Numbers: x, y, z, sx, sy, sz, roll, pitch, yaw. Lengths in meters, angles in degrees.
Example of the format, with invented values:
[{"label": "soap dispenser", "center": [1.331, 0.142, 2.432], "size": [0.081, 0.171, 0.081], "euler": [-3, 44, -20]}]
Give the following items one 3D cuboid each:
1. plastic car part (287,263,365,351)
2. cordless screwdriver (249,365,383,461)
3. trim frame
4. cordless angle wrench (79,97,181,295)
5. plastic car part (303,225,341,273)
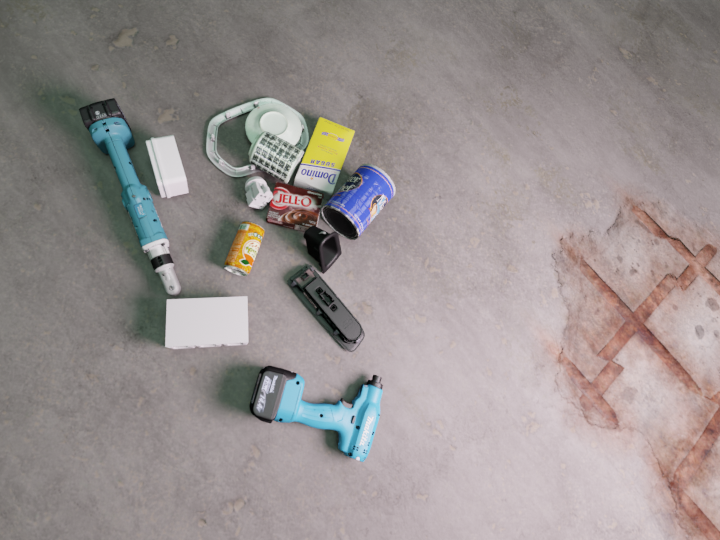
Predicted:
[{"label": "plastic car part", "center": [-0.061, 0.075, 0.877], "size": [0.065, 0.067, 0.205], "euler": [-37, 86, -27]}, {"label": "cordless screwdriver", "center": [-0.079, 0.245, 0.813], "size": [0.245, 0.075, 0.160], "euler": [23, 70, -7]}, {"label": "trim frame", "center": [-0.239, -0.312, 0.983], "size": [0.244, 0.027, 0.187], "euler": [-28, 81, -19]}, {"label": "cordless angle wrench", "center": [-0.454, -0.144, 0.860], "size": [0.073, 0.098, 0.429], "euler": [-23, 82, -15]}, {"label": "plastic car part", "center": [-0.087, -0.057, 0.892], "size": [0.074, 0.112, 0.065], "euler": [32, 68, 22]}]
